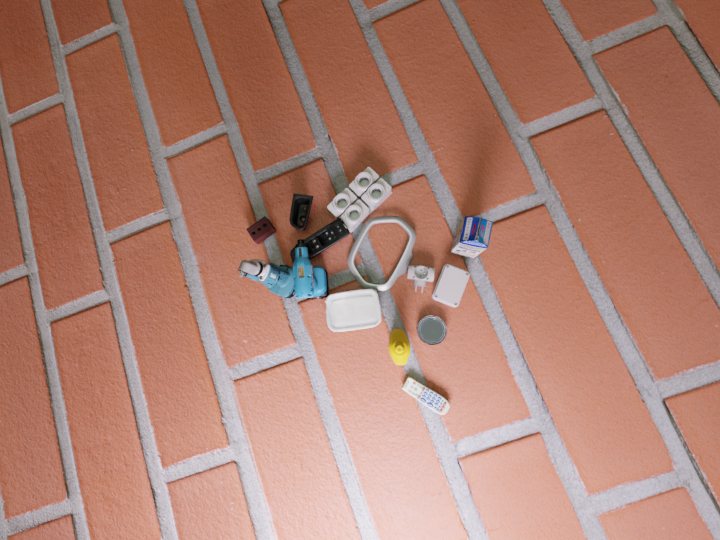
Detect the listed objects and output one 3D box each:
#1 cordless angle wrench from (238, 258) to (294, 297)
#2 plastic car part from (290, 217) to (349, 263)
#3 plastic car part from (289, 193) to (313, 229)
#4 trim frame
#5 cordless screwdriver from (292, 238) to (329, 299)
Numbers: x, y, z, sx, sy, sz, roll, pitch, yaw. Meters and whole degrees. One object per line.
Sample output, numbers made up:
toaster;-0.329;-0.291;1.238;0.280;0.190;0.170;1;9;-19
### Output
cordless angle wrench;-0.248;0.013;1.161;0.076;0.414;0.098;21;85;7
plastic car part;-0.131;-0.086;1.337;0.203;0.065;0.068;-31;79;3
plastic car part;-0.189;-0.181;1.362;0.067;0.069;0.117;8;82;8
trim frame;0.068;-0.056;1.318;0.189;0.027;0.248;26;85;13
cordless screwdriver;-0.148;0.006;1.232;0.075;0.243;0.161;-6;82;4
